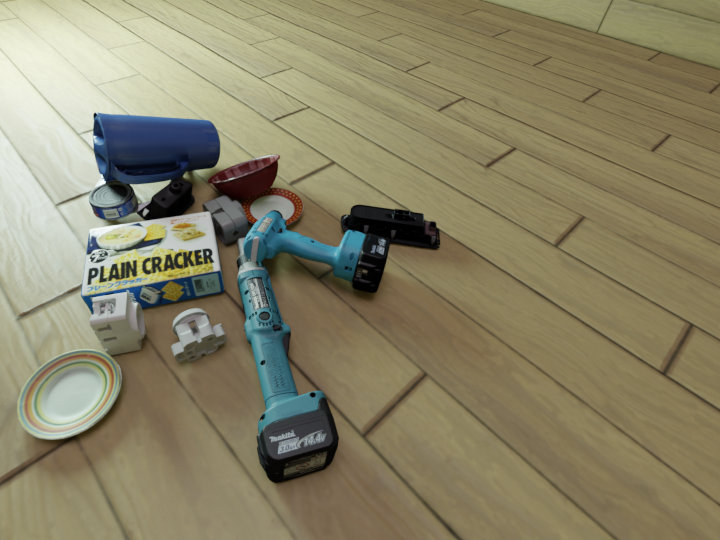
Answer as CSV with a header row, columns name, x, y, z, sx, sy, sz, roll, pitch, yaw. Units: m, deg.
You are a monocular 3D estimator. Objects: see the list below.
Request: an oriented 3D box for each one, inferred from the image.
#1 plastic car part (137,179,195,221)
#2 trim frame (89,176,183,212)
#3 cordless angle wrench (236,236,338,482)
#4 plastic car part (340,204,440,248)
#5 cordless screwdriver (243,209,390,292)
name,x,y,z,sx,sy,sz,roll,pitch,yaw
plastic car part,-0.382,-0.145,0.853,0.065,0.071,0.116,35,52,-6
trim frame,-0.491,-0.202,0.941,0.184,0.027,0.255,4,48,-1
cordless angle wrench,-0.146,0.089,0.656,0.095,0.072,0.444,-10,45,-19
plastic car part,0.060,-0.093,0.848,0.205,0.065,0.068,6,53,6
cordless screwdriver,-0.075,-0.049,0.770,0.250,0.073,0.161,13,29,1
